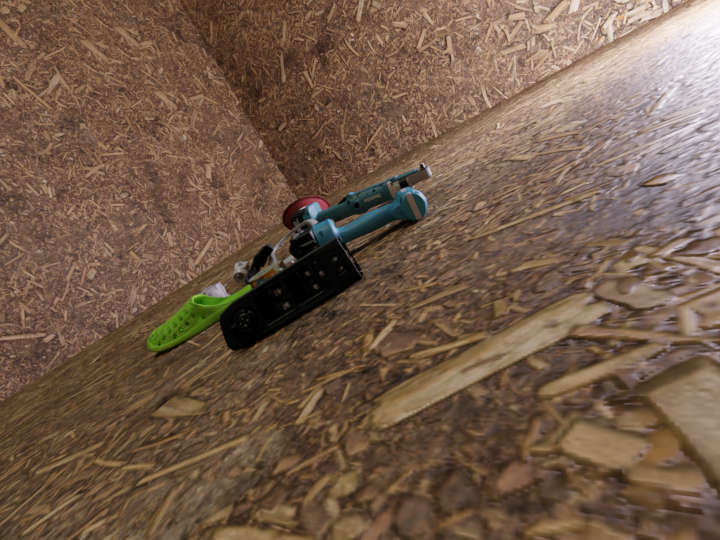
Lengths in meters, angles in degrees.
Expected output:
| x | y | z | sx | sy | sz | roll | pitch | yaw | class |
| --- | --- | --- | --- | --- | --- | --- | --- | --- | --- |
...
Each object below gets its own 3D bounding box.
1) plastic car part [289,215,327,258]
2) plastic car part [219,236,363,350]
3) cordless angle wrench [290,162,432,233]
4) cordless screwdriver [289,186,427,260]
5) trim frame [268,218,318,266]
| x | y | z | sx | sy | sz | roll | pitch | yaw | class |
| --- | --- | --- | --- | --- | --- | --- | --- | --- | --- |
| -0.091 | -0.059 | 0.926 | 0.115 | 0.063 | 0.074 | -40 | 28 | -24 | plastic car part |
| -0.100 | 0.033 | 0.579 | 0.202 | 0.066 | 0.067 | -32 | 1 | -6 | plastic car part |
| -0.004 | -0.187 | 1.155 | 0.437 | 0.096 | 0.073 | -17 | 15 | 32 | cordless angle wrench |
| -0.003 | -0.083 | 0.783 | 0.251 | 0.073 | 0.160 | -25 | 12 | 8 | cordless screwdriver |
| -0.181 | -0.067 | 1.122 | 0.184 | 0.026 | 0.258 | -42 | 23 | -2 | trim frame |
